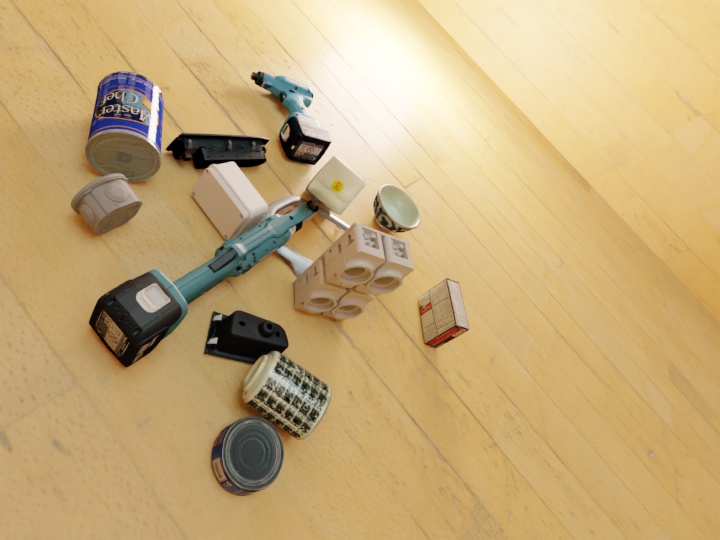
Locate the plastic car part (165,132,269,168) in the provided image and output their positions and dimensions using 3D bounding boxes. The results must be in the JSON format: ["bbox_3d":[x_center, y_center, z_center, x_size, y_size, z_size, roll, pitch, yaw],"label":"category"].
[{"bbox_3d":[-0.248,-0.219,0.785,0.196,0.068,0.068,-22,85,-47],"label":"plastic car part"}]

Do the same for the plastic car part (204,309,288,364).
[{"bbox_3d":[-0.152,0.091,0.601,0.112,0.072,0.068,20,49,-23],"label":"plastic car part"}]

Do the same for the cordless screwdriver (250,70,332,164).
[{"bbox_3d":[-0.163,-0.360,0.964,0.151,0.075,0.259,9,49,-34],"label":"cordless screwdriver"}]

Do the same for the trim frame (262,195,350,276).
[{"bbox_3d":[-0.079,-0.052,0.813,0.240,0.028,0.188,30,42,-19],"label":"trim frame"}]

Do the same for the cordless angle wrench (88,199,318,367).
[{"bbox_3d":[-0.188,-0.021,0.640,0.074,0.099,0.416,47,41,-1],"label":"cordless angle wrench"}]
